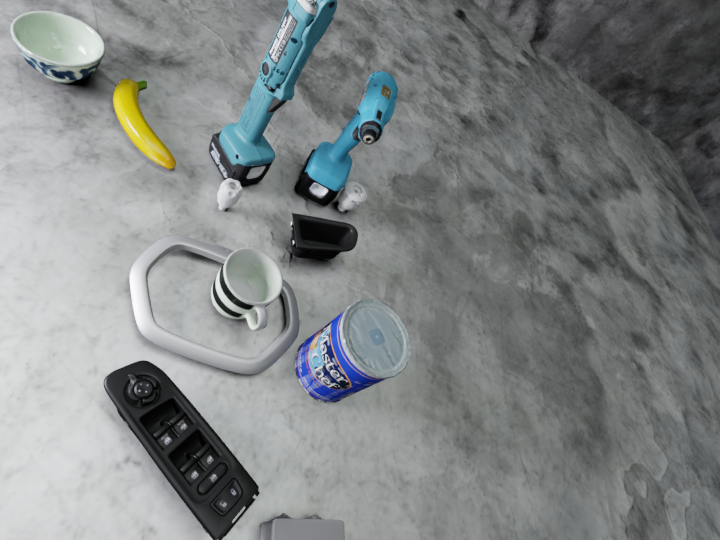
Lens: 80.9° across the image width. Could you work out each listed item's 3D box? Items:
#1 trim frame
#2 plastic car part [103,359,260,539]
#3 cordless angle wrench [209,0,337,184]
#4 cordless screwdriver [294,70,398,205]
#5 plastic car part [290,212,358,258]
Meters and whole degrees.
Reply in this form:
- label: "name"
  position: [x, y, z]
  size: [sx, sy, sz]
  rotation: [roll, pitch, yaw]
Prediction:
- label: "trim frame"
  position: [-0.196, 0.043, 0.593]
  size: [0.241, 0.028, 0.188]
  rotation: [22, 50, -18]
- label: "plastic car part"
  position: [-0.202, 0.187, 0.463]
  size: [0.205, 0.068, 0.065]
  rotation: [49, 47, 6]
- label: "cordless angle wrench"
  position: [-0.111, -0.281, 0.595]
  size: [0.072, 0.428, 0.100]
  rotation: [-20, 76, -41]
- label: "cordless screwdriver"
  position: [-0.029, -0.199, 0.711]
  size: [0.072, 0.252, 0.162]
  rotation: [28, 50, -19]
- label: "plastic car part"
  position: [-0.069, -0.045, 0.702]
  size: [0.111, 0.072, 0.068]
  rotation: [8, 58, -29]
